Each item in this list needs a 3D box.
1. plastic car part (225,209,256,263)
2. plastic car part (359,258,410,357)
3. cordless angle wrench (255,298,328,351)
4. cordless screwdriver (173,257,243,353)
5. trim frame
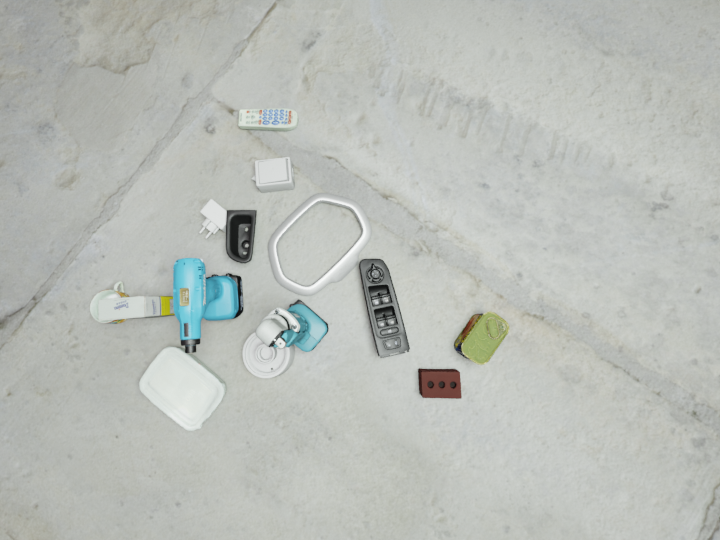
[{"bbox_3d":[-0.256,-0.069,0.925,0.066,0.070,0.118,0,81,2],"label":"plastic car part"},{"bbox_3d":[0.045,0.073,0.879,0.066,0.066,0.206,-13,80,0],"label":"plastic car part"},{"bbox_3d":[-0.117,0.096,0.710,0.099,0.418,0.074,40,84,4],"label":"cordless angle wrench"},{"bbox_3d":[-0.291,0.070,0.815,0.074,0.246,0.161,-5,83,-1],"label":"cordless screwdriver"},{"bbox_3d":[-0.091,-0.060,0.933,0.188,0.027,0.248,44,86,10],"label":"trim frame"}]
